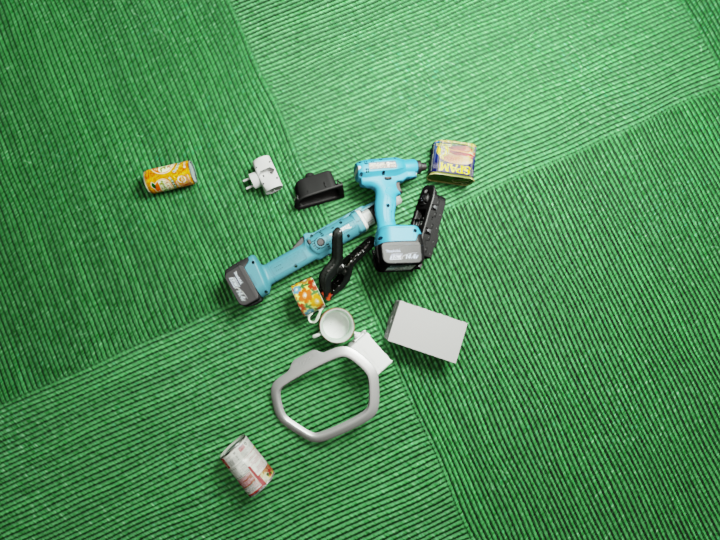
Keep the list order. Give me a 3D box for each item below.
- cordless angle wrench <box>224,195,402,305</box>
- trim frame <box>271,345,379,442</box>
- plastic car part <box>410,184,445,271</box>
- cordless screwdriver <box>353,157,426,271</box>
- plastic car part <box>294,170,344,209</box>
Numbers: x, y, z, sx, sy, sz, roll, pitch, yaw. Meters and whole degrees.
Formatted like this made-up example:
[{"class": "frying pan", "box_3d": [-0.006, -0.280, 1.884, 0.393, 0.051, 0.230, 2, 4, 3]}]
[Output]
[{"class": "cordless angle wrench", "box_3d": [-0.091, -0.060, 0.933, 0.421, 0.074, 0.099, -30, 86, -5]}, {"class": "trim frame", "box_3d": [-0.075, 0.260, 0.893, 0.252, 0.027, 0.184, -31, 90, 16]}, {"class": "plastic car part", "box_3d": [0.145, -0.092, 0.939, 0.066, 0.067, 0.203, 13, 85, -12]}, {"class": "cordless screwdriver", "box_3d": [0.083, -0.125, 0.894, 0.157, 0.074, 0.254, -7, 74, -9]}, {"class": "plastic car part", "box_3d": [-0.101, -0.189, 0.953, 0.117, 0.064, 0.073, -13, 72, 1]}]
